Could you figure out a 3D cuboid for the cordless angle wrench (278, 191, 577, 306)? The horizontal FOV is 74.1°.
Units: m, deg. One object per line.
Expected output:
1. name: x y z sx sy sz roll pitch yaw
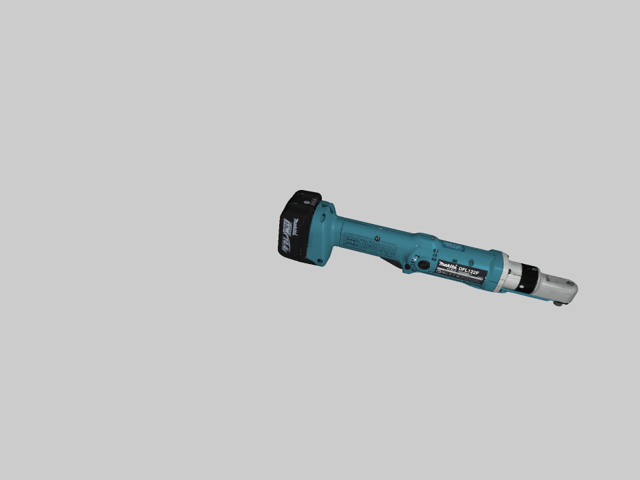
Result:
1. cordless angle wrench: 0.150 0.022 0.617 0.423 0.098 0.074 14 36 9
